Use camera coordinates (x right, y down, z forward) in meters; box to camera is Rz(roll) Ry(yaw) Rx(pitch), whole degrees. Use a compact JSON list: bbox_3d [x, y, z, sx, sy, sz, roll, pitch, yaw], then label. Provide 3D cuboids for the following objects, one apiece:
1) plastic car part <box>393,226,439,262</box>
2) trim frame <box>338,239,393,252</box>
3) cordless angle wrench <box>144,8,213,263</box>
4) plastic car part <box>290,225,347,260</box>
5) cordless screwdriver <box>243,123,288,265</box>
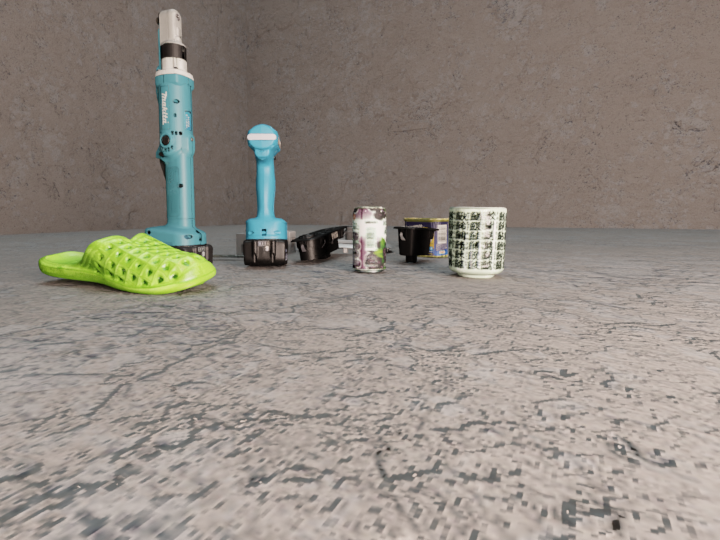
[{"bbox_3d":[0.102,-0.051,0.815,0.069,0.070,0.112,3,8,29],"label":"plastic car part"},{"bbox_3d":[-0.041,-0.062,1.058,0.258,0.027,0.179,3,8,23],"label":"trim frame"},{"bbox_3d":[-0.303,-0.208,0.693,0.101,0.421,0.072,2,5,19],"label":"cordless angle wrench"},{"bbox_3d":[-0.085,-0.056,0.872,0.068,0.066,0.198,2,8,15],"label":"plastic car part"},{"bbox_3d":[-0.173,-0.134,0.786,0.074,0.247,0.161,0,5,-5],"label":"cordless screwdriver"}]
